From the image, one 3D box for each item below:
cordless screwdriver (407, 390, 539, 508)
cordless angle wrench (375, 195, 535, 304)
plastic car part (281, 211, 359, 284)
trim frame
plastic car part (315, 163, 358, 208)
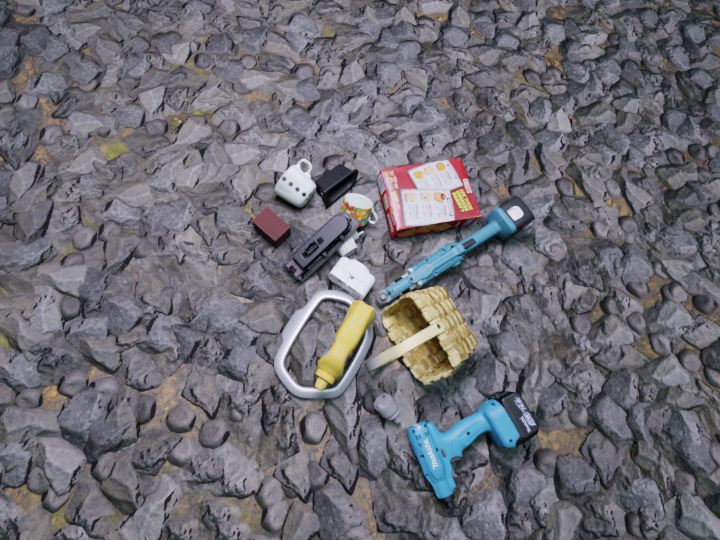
[{"bbox_3d":[0.236,0.355,0.857,0.247,0.073,0.163,-21,74,-7],"label":"cordless screwdriver"},{"bbox_3d":[0.212,-0.035,0.994,0.419,0.096,0.076,-31,79,-10],"label":"cordless angle wrench"},{"bbox_3d":[-0.094,-0.061,0.961,0.203,0.065,0.069,-42,72,-1],"label":"plastic car part"},{"bbox_3d":[-0.080,0.159,0.928,0.186,0.027,0.248,29,72,5],"label":"trim frame"},{"bbox_3d":[-0.068,-0.222,1.054,0.074,0.064,0.115,37,68,21],"label":"plastic car part"}]
